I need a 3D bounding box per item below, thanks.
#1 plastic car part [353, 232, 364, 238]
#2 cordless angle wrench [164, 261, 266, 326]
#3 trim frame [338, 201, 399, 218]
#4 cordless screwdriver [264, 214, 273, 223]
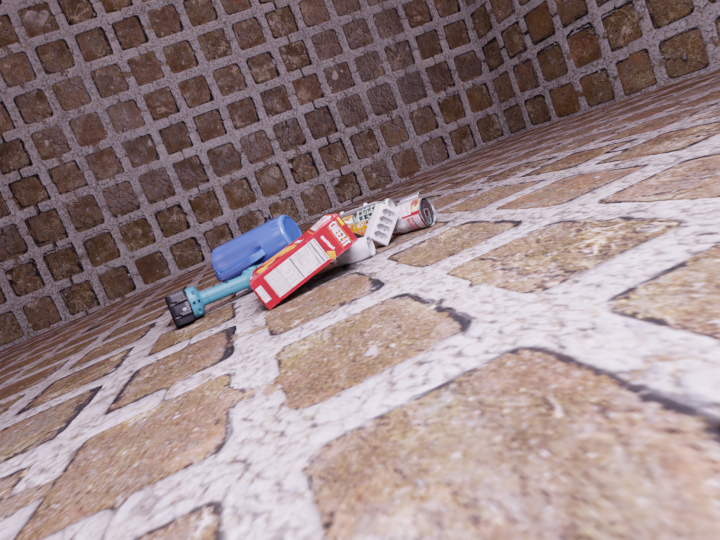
[{"bbox_3d":[-0.020,-0.066,1.015,0.069,0.065,0.120,-10,10,-17],"label":"plastic car part"},{"bbox_3d":[-0.266,0.018,1.054,0.413,0.074,0.101,-24,6,-22],"label":"cordless angle wrench"},{"bbox_3d":[0.011,-0.158,1.279,0.255,0.028,0.175,-19,-19,22],"label":"trim frame"},{"bbox_3d":[-0.331,-0.063,1.308,0.256,0.157,0.073,-18,8,30],"label":"cordless screwdriver"}]
